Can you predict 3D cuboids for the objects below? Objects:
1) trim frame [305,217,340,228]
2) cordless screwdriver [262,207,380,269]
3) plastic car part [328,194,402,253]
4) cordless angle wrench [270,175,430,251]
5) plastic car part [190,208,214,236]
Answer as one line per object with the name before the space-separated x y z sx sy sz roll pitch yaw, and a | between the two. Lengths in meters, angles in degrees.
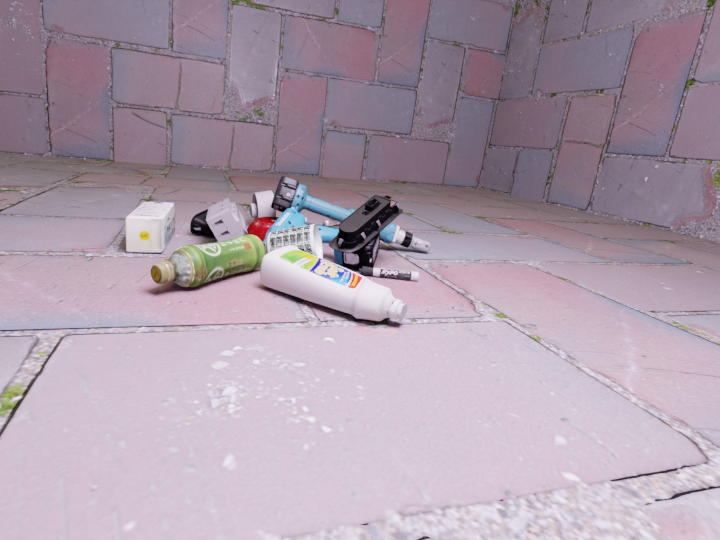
trim frame | -0.123 -0.134 1.198 0.194 0.027 0.236 14 7 35
cordless screwdriver | -0.090 -0.059 0.921 0.257 0.072 0.159 13 44 19
plastic car part | 0.014 -0.104 0.868 0.069 0.065 0.200 30 53 19
cordless angle wrench | -0.015 -0.126 1.073 0.417 0.074 0.099 19 -6 -8
plastic car part | -0.373 -0.114 1.068 0.071 0.065 0.117 21 20 0
